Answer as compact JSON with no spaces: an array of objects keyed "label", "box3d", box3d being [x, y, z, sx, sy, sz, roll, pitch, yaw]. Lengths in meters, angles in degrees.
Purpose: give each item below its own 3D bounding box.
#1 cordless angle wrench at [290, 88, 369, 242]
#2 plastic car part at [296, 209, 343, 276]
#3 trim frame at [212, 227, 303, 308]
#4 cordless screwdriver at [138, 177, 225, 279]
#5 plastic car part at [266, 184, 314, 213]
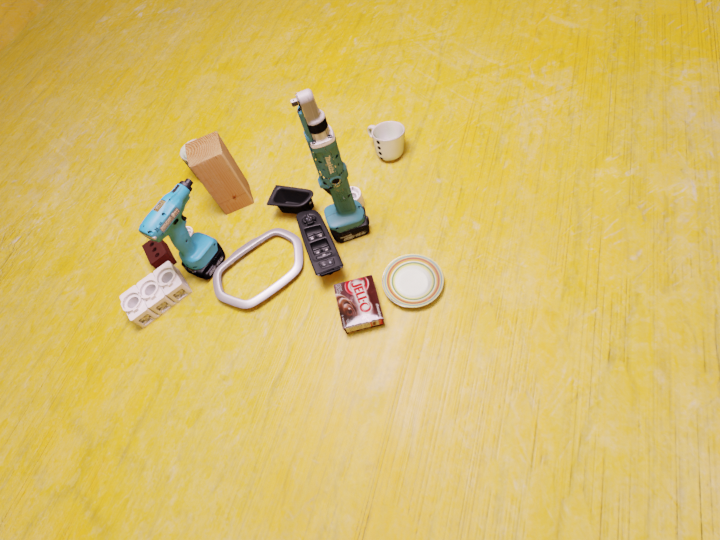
[{"label":"cordless angle wrench","box3d":[-0.059,-0.203,0.882,0.098,0.405,0.077,-18,59,1]},{"label":"plastic car part","box3d":[-0.099,-0.065,1.015,0.066,0.064,0.212,-24,57,-1]},{"label":"trim frame","box3d":[-0.252,-0.009,1.047,0.247,0.026,0.194,-39,58,-8]},{"label":"cordless screwdriver","box3d":[-0.406,-0.093,1.013,0.077,0.238,0.159,20,67,21]},{"label":"plastic car part","box3d":[-0.171,-0.173,1.096,0.121,0.068,0.066,11,64,20]}]
